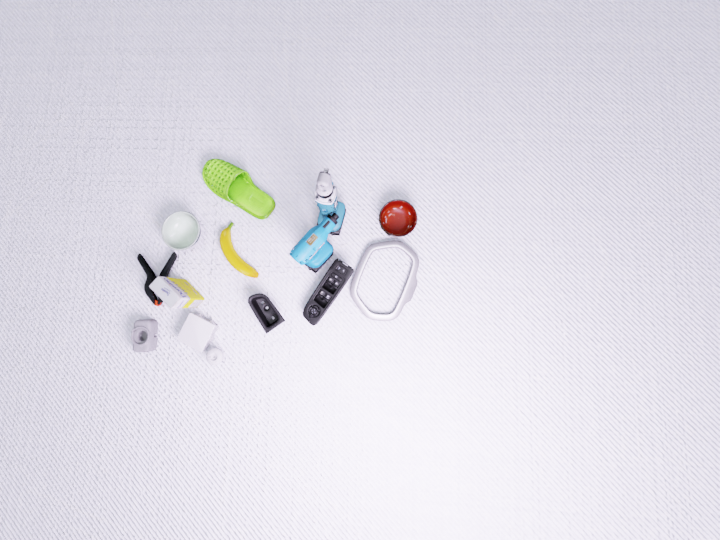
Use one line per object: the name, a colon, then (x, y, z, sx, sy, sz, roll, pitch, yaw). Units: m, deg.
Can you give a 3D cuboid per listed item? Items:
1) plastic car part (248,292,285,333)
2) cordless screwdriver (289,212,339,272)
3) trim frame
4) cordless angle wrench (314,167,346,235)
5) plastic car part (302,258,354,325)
plastic car part: (-0.277, 0.118, 1.248, 0.066, 0.070, 0.118, -35, 82, -3)
cordless screwdriver: (-0.115, -0.075, 1.177, 0.075, 0.246, 0.159, 42, 85, 3)
trim frame: (0.074, 0.029, 1.257, 0.187, 0.027, 0.249, 21, 83, 7)
cordless angle wrench: (-0.084, -0.174, 1.103, 0.075, 0.418, 0.098, 15, 84, 0)
plastic car part: (-0.099, 0.065, 1.244, 0.067, 0.066, 0.203, 33, 85, 5)
